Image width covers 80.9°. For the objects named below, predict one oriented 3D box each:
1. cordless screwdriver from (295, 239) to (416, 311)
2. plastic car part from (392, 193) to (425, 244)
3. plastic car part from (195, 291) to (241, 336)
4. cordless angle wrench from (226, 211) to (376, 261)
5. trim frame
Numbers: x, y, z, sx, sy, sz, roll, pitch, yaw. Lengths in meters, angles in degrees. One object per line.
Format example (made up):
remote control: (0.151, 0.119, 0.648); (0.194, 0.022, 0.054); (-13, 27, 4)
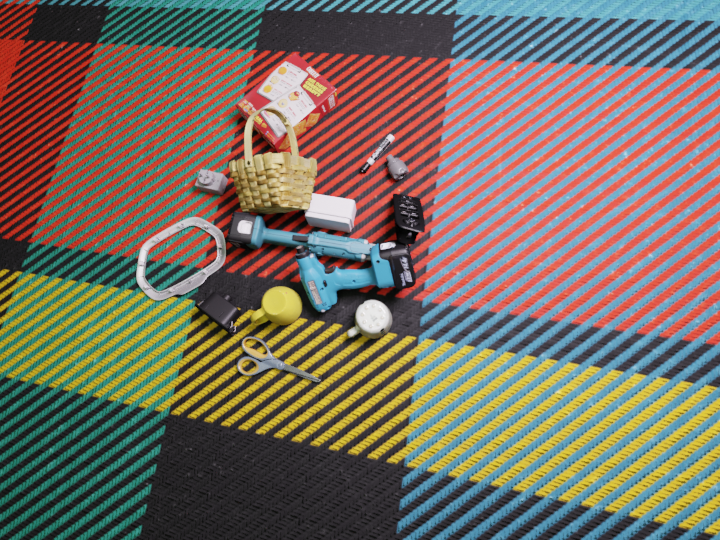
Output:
cordless screwdriver: (-0.014, -0.010, 0.922); (0.253, 0.075, 0.154); (-16, 111, 14)
plastic car part: (0.100, -0.113, 0.936); (0.066, 0.206, 0.066); (17, 114, -6)
plastic car part: (-0.331, 0.091, 1.004); (0.120, 0.064, 0.070); (36, 68, 17)
cordless angle wrench: (-0.097, -0.064, 0.994); (0.428, 0.096, 0.075); (10, 80, 6)
trim frame: (-0.456, -0.031, 1.066); (0.248, 0.027, 0.189); (-28, 74, -1)
